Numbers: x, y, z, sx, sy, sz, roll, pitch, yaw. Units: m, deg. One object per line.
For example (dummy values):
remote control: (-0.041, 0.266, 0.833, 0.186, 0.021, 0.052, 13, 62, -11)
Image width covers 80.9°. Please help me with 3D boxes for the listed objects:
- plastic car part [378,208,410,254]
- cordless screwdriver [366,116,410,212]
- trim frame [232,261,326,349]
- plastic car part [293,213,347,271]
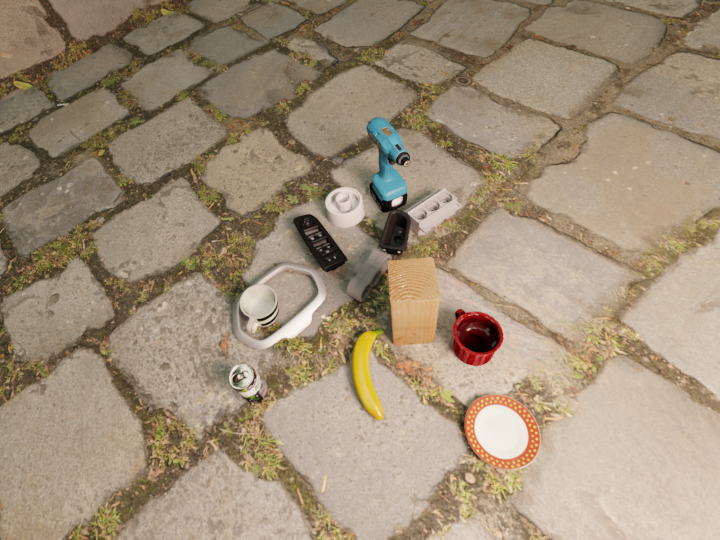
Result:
plastic car part: (0.090, -0.084, 1.042, 0.068, 0.068, 0.118, 9, 59, 14)
cordless screwdriver: (0.077, -0.240, 1.046, 0.074, 0.239, 0.167, -24, 57, -9)
trim frame: (-0.197, 0.079, 1.015, 0.246, 0.026, 0.194, -40, 58, -16)
plastic car part: (-0.105, -0.069, 1.073, 0.066, 0.064, 0.213, -28, 56, -10)
